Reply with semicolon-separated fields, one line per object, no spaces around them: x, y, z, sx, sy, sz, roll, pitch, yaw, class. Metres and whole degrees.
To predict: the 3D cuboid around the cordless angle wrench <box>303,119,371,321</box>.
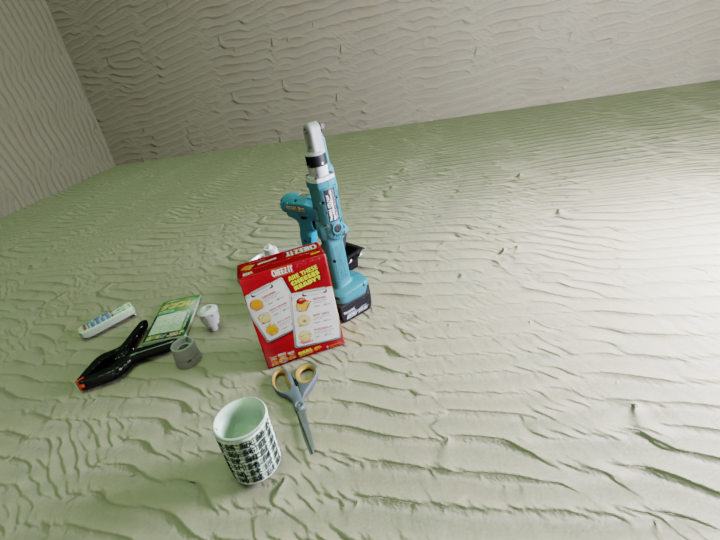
-0.060;-0.092;0.866;0.096;0.409;0.078;-25;30;-27;cordless angle wrench

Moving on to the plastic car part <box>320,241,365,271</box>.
-0.049;-0.034;1.109;0.064;0.068;0.123;-32;34;-33;plastic car part

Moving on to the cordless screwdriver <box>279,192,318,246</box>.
-0.098;-0.064;1.007;0.168;0.241;0.073;12;34;38;cordless screwdriver

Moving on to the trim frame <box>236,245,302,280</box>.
-0.233;-0.016;1.195;0.252;0.026;0.188;-9;29;8;trim frame
